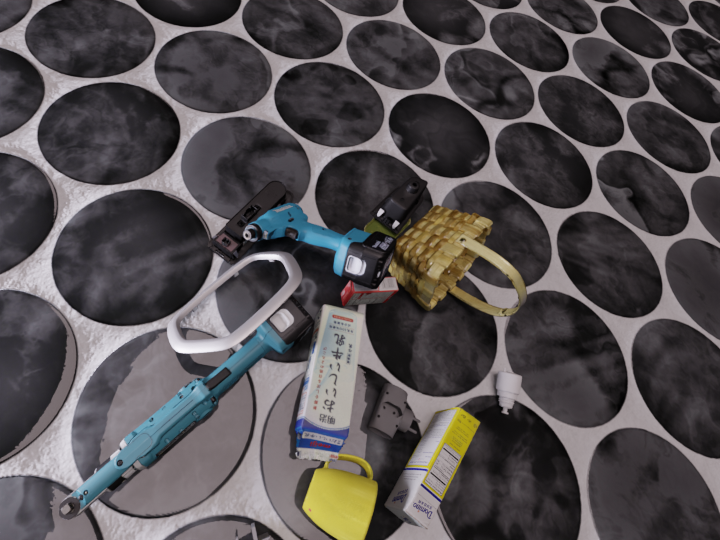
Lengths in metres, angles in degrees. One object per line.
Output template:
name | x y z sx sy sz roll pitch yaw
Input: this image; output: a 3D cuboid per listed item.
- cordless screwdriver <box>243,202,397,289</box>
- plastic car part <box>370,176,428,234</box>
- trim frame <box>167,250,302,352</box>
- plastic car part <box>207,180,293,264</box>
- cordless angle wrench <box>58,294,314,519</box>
cordless screwdriver | -0.073 -0.048 0.744 0.258 0.073 0.156 23 28 19
plastic car part | 0.084 -0.137 0.795 0.067 0.070 0.115 39 65 5
trim frame | -0.203 0.045 0.695 0.194 0.026 0.246 15 50 37
plastic car part | -0.207 -0.109 0.819 0.068 0.066 0.202 32 58 10
cordless angle wrench | -0.249 0.196 0.642 0.076 0.097 0.418 45 67 8
